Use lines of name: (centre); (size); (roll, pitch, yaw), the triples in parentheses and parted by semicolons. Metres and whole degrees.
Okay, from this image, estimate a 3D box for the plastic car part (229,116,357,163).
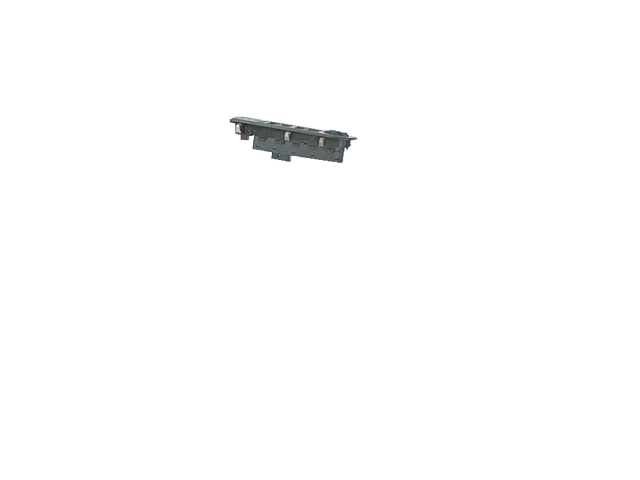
plastic car part: (-0.042, -0.160, 0.683); (0.203, 0.067, 0.066); (7, 11, 5)
